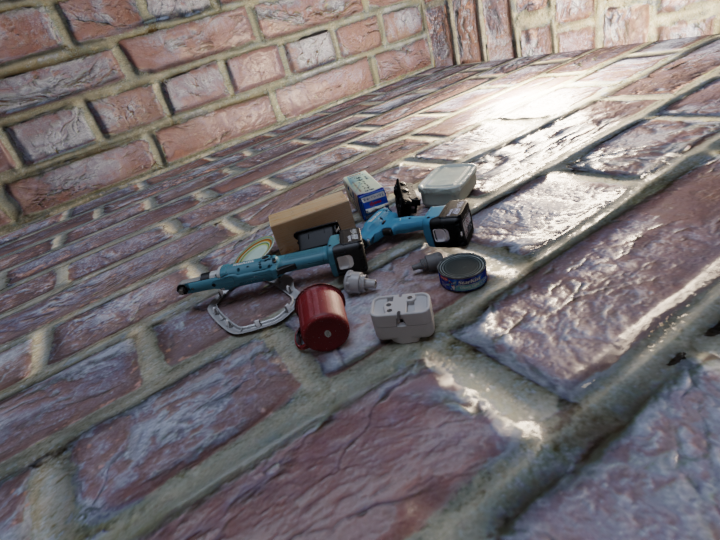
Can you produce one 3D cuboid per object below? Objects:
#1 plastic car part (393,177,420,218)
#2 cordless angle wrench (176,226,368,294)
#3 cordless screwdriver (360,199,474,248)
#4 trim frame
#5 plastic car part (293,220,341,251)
[{"bbox_3d":[0.121,-0.195,1.123,0.067,0.064,0.209,-6,29,-1],"label":"plastic car part"},{"bbox_3d":[-0.200,-0.005,0.924,0.427,0.072,0.100,-12,25,7],"label":"cordless angle wrench"},{"bbox_3d":[0.110,-0.090,0.942,0.261,0.072,0.157,3,35,38],"label":"cordless screwdriver"},{"bbox_3d":[-0.231,0.060,0.916,0.180,0.026,0.262,-32,31,-26],"label":"trim frame"},{"bbox_3d":[-0.100,-0.066,1.026,0.118,0.063,0.073,-15,56,7],"label":"plastic car part"}]
